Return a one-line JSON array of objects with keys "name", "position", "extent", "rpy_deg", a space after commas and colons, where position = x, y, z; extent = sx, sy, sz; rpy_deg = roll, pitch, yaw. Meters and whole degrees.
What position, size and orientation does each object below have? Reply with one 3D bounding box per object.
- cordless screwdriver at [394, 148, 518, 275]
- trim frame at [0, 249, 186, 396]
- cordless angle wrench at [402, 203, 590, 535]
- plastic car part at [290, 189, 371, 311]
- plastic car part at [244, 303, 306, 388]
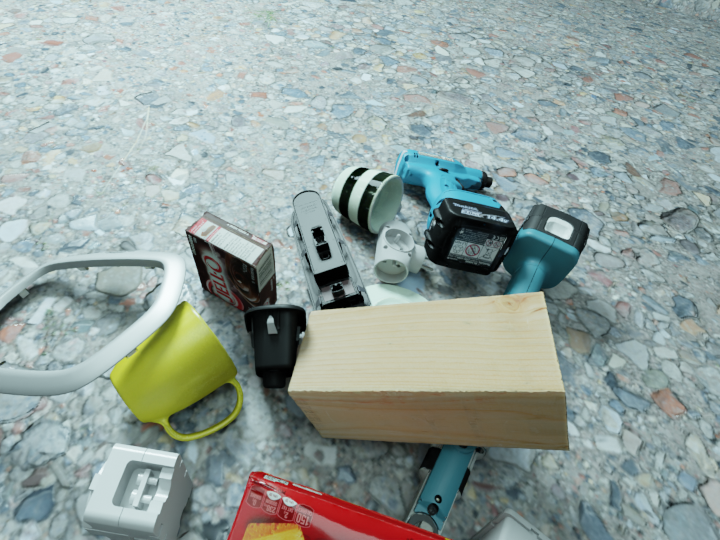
[{"name": "cordless screwdriver", "position": [0.146, -0.096, 0.600], "extent": [0.157, 0.073, 0.257], "rpy_deg": [8, 35, -11]}, {"name": "trim frame", "position": [-0.284, 0.039, 0.419], "extent": [0.256, 0.026, 0.187], "rpy_deg": [-4, 45, 20]}, {"name": "cordless angle wrench", "position": [0.147, 0.086, 0.453], "extent": [0.077, 0.095, 0.420], "rpy_deg": [29, 55, 14]}, {"name": "plastic car part", "position": [-0.053, -0.035, 0.544], "extent": [0.066, 0.064, 0.213], "rpy_deg": [-24, 47, 2]}, {"name": "plastic car part", "position": [-0.084, 0.079, 0.415], "extent": [0.065, 0.115, 0.072], "rpy_deg": [1, 73, -9]}]
